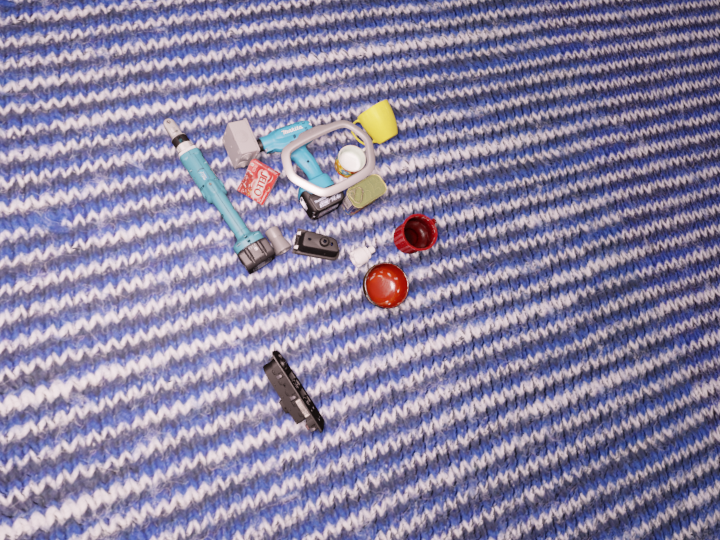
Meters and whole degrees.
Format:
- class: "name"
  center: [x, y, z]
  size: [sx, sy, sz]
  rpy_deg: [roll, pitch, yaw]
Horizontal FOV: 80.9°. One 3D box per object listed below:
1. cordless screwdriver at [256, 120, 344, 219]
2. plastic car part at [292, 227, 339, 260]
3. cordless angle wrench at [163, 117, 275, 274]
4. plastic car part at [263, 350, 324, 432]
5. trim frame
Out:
- class: "cordless screwdriver"
  center: [-0.154, -0.246, 1.051]
  size: [0.157, 0.074, 0.253]
  rpy_deg: [-24, 80, -15]
- class: "plastic car part"
  center: [-0.100, -0.065, 1.024]
  size: [0.115, 0.071, 0.066]
  rpy_deg: [12, 78, -7]
- class: "cordless angle wrench"
  center: [-0.346, -0.188, 0.993]
  size: [0.073, 0.098, 0.428]
  rpy_deg: [-33, 83, -14]
- class: "plastic car part"
  center: [-0.156, 0.274, 0.950]
  size: [0.068, 0.065, 0.204]
  rpy_deg: [-30, 87, 9]
- class: "trim frame"
  center: [-0.074, -0.277, 1.028]
  size: [0.245, 0.027, 0.187]
  rpy_deg: [-33, 81, -20]
